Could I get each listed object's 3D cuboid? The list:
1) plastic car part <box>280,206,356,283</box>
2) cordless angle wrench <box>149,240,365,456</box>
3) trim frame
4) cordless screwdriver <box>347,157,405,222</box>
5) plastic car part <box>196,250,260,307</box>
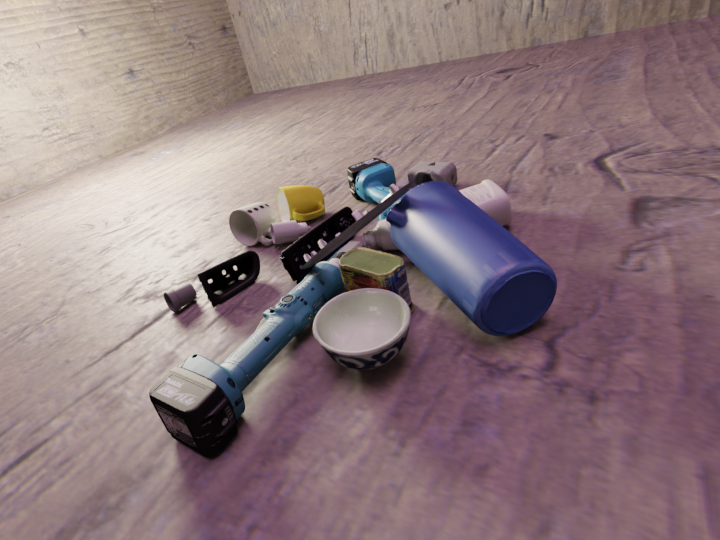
[{"bbox_3d":[-0.078,-0.051,0.799,0.200,0.065,0.069,-42,14,-35],"label":"plastic car part"},{"bbox_3d":[-0.101,0.064,0.613,0.103,0.072,0.417,6,35,32],"label":"cordless angle wrench"},{"bbox_3d":[-0.012,-0.069,0.659,0.181,0.028,0.251,-38,1,-26],"label":"trim frame"},{"bbox_3d":[0.076,-0.173,0.910,0.157,0.071,0.261,-21,35,-10],"label":"cordless screwdriver"},{"bbox_3d":[-0.246,0.008,0.779,0.114,0.064,0.074,-34,21,-34],"label":"plastic car part"}]
